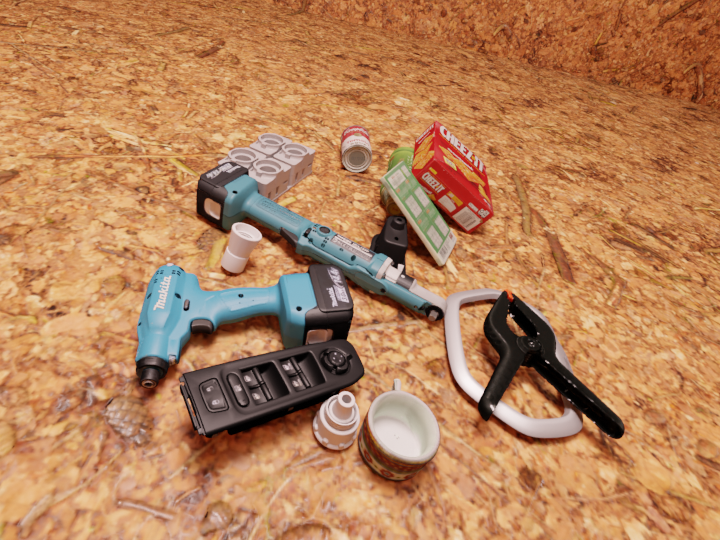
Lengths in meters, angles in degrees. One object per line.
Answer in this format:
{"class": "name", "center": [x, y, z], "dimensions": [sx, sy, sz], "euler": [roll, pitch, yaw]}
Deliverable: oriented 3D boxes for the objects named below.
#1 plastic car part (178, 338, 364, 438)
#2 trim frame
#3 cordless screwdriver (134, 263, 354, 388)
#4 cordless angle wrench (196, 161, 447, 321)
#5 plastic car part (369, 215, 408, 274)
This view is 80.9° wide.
{"class": "plastic car part", "center": [-0.082, 0.125, 0.444], "dimensions": [0.195, 0.066, 0.070], "euler": [-12, 39, -35]}
{"class": "trim frame", "center": [0.205, 0.112, 0.580], "dimensions": [0.184, 0.027, 0.253], "euler": [12, 37, -1]}
{"class": "cordless screwdriver", "center": [-0.134, 0.062, 0.505], "dimensions": [0.245, 0.072, 0.166], "euler": [0, 41, -11]}
{"class": "cordless angle wrench", "center": [-0.064, -0.042, 0.655], "dimensions": [0.435, 0.073, 0.097], "euler": [28, 40, 14]}
{"class": "plastic car part", "center": [0.053, -0.051, 0.697], "dimensions": [0.066, 0.070, 0.119], "euler": [15, 41, -3]}
